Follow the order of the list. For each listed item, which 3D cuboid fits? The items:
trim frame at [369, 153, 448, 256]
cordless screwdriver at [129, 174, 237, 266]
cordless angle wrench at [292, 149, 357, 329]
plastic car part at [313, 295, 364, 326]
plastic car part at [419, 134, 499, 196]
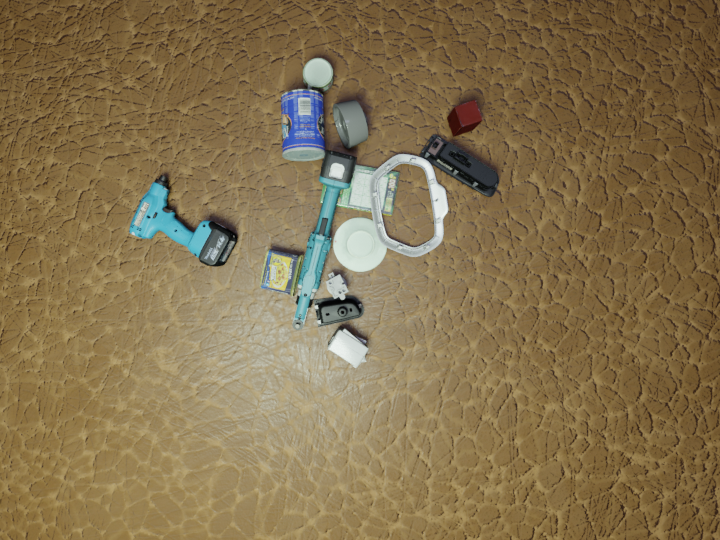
[{"bbox_3d":[0.116,-0.156,1.010,0.182,0.028,0.249,-8,87,-8],"label":"trim frame"},{"bbox_3d":[-0.416,-0.116,1.012,0.252,0.073,0.159,23,88,6],"label":"cordless screwdriver"},{"bbox_3d":[-0.097,-0.063,0.991,0.074,0.098,0.421,15,96,-2],"label":"cordless angle wrench"},{"bbox_3d":[-0.050,0.095,0.992,0.117,0.070,0.066,-10,91,3],"label":"plastic car part"},{"bbox_3d":[0.247,-0.253,1.006,0.203,0.067,0.066,34,82,-1],"label":"plastic car part"}]
